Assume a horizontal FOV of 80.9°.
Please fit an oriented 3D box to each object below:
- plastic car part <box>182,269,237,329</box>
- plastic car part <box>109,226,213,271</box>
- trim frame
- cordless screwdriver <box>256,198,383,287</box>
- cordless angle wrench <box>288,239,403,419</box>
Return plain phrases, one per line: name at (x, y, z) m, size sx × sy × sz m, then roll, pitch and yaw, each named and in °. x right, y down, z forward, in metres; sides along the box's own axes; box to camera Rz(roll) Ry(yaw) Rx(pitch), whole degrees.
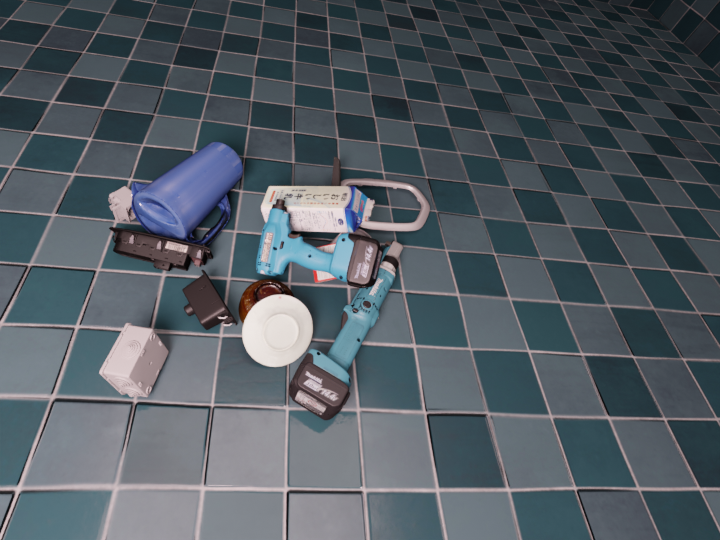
plastic car part at (-0.292, 0.064, 0.791) m, size 0.070 × 0.064 × 0.122 m, roll -35°, pitch 64°, yaw -17°
plastic car part at (-0.403, -0.038, 0.844) m, size 0.203 × 0.066 × 0.067 m, roll 17°, pitch 78°, yaw -1°
trim frame at (0.056, -0.170, 1.059) m, size 0.244 × 0.027 × 0.191 m, roll 0°, pitch 54°, yaw -10°
cordless screwdriver at (-0.082, -0.054, 0.840) m, size 0.256 × 0.072 × 0.160 m, roll 9°, pitch 84°, yaw 16°
cordless angle wrench at (0.003, 0.081, 0.832) m, size 0.099 × 0.073 × 0.422 m, roll 26°, pitch 50°, yaw 6°
